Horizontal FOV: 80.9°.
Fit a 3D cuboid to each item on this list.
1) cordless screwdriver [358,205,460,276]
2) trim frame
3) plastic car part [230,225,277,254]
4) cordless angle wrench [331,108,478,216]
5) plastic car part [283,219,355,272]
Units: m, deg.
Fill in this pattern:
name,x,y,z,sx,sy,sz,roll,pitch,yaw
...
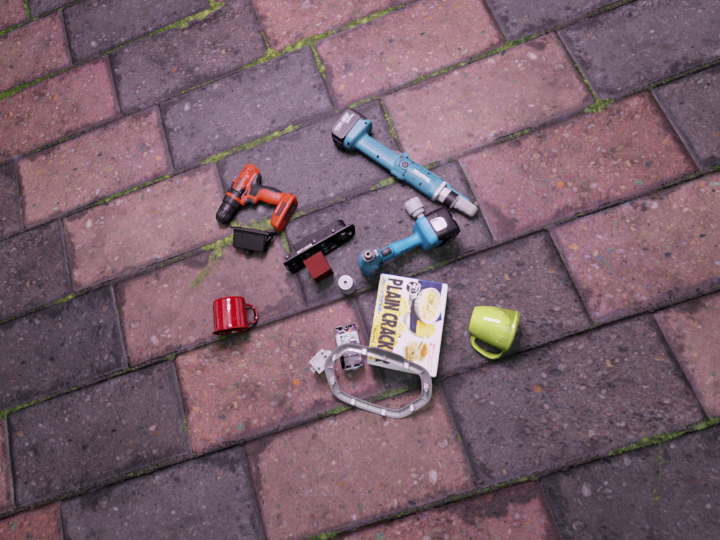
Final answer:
name,x,y,z,sx,sy,sz,roll,pitch,yaw
cordless screwdriver,0.108,-0.067,0.999,0.249,0.155,0.076,-27,79,0
trim frame,0.037,0.251,0.959,0.252,0.027,0.182,19,113,8
plastic car part,-0.288,-0.077,1.120,0.119,0.065,0.071,7,94,13
cordless angle wrench,0.113,-0.265,1.089,0.434,0.072,0.098,37,86,13
plastic car part,-0.106,-0.070,1.088,0.204,0.063,0.070,-27,51,4
